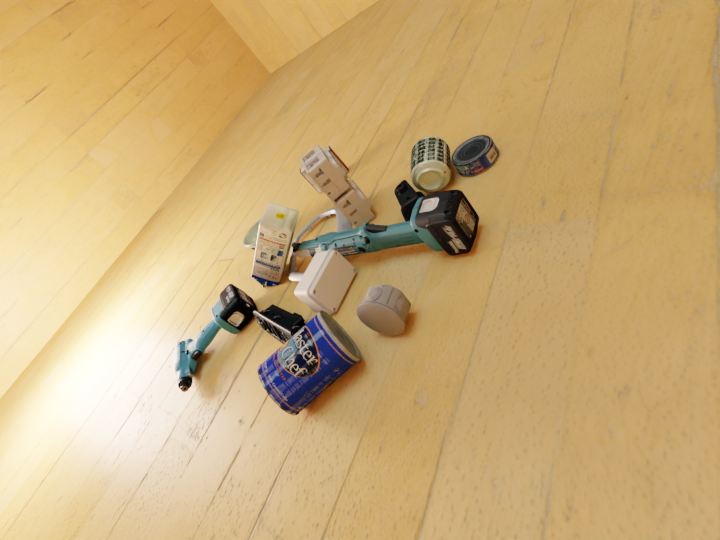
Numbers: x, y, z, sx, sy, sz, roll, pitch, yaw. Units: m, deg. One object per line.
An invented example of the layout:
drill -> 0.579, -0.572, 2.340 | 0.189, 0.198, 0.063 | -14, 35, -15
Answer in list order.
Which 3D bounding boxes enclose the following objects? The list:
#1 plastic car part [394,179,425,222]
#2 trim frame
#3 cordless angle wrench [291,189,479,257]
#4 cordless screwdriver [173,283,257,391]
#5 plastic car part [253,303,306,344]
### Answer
plastic car part -> 0.099, -0.142, 0.852 | 0.066, 0.067, 0.121 | -35, 36, 13
trim frame -> -0.100, -0.065, 1.023 | 0.187, 0.026, 0.256 | -31, 34, 22
cordless angle wrench -> 0.012, -0.062, 0.830 | 0.441, 0.093, 0.075 | -7, 47, 43
cordless screwdriver -> -0.355, 0.161, 1.010 | 0.249, 0.071, 0.167 | -46, 33, 5
plastic car part -> -0.158, 0.109, 0.861 | 0.066, 0.063, 0.213 | -47, 31, -24
